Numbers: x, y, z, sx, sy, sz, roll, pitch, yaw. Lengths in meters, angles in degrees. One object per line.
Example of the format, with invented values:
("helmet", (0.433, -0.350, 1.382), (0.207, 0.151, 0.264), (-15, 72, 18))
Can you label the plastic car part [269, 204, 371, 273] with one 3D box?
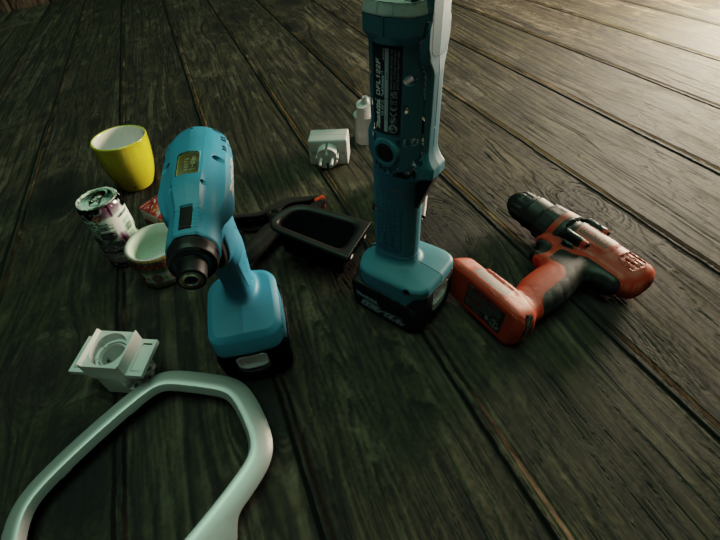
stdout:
("plastic car part", (-0.052, -0.034, 0.534), (0.121, 0.068, 0.066), (18, 50, 23))

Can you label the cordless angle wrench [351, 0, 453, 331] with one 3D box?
("cordless angle wrench", (0.037, -0.109, 0.355), (0.103, 0.407, 0.073), (29, 54, 28))

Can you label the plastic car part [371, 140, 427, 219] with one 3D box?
("plastic car part", (0.064, -0.123, 0.605), (0.068, 0.064, 0.206), (4, 47, 10))

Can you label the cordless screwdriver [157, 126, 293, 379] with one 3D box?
("cordless screwdriver", (-0.114, 0.017, 0.374), (0.074, 0.239, 0.166), (-11, 46, -7))

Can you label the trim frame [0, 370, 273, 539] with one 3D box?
("trim frame", (-0.189, 0.193, 0.363), (0.194, 0.026, 0.245), (26, 55, 29))
